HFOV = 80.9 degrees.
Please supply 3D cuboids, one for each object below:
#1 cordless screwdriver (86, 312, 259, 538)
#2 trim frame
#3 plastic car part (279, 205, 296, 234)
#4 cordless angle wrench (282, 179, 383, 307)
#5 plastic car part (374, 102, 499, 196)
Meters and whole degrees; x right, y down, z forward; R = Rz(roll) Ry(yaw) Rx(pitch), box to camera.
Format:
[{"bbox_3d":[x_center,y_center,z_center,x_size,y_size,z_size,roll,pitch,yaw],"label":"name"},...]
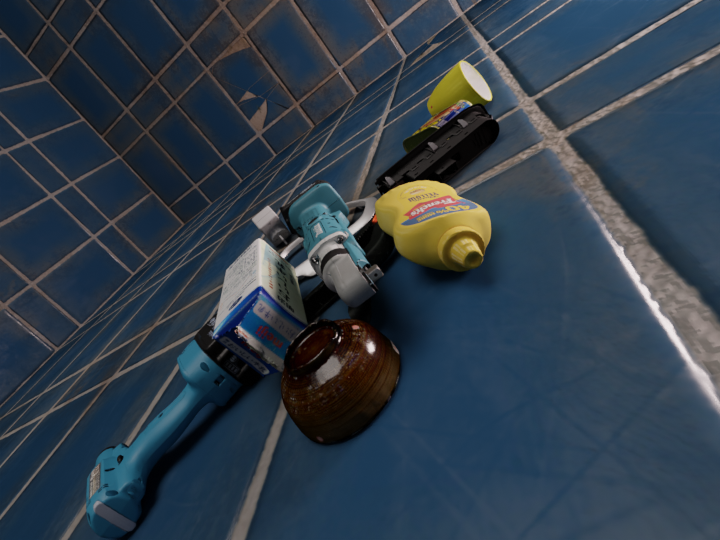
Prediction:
[{"bbox_3d":[-0.232,0.171,0.524,0.248,0.071,0.166,-53,25,-20],"label":"cordless screwdriver"},{"bbox_3d":[-0.072,-0.047,0.731,0.250,0.026,0.189,-35,22,6],"label":"trim frame"},{"bbox_3d":[-0.106,-0.125,0.893,0.121,0.064,0.069,-7,23,48],"label":"plastic car part"},{"bbox_3d":[-0.044,-0.045,0.545,0.098,0.072,0.435,-38,20,3],"label":"cordless angle wrench"},{"bbox_3d":[0.120,-0.165,0.611,0.202,0.063,0.070,-41,30,-4],"label":"plastic car part"}]
